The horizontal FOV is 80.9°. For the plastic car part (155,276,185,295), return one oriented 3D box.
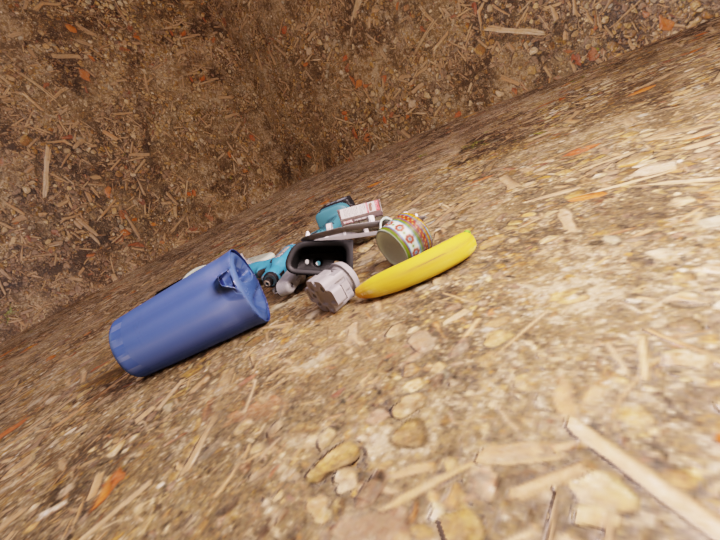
[{"bbox_3d":[-0.420,0.039,1.095,0.199,0.064,0.071,-35,28,-30],"label":"plastic car part"}]

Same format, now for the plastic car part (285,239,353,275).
[{"bbox_3d":[-0.070,-0.018,0.752,0.118,0.067,0.069,0,-9,5],"label":"plastic car part"}]

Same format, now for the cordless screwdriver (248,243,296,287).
[{"bbox_3d":[-0.256,0.014,0.932,0.256,0.072,0.159,-14,20,22],"label":"cordless screwdriver"}]

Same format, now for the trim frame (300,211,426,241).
[{"bbox_3d":[0.006,-0.079,0.788,0.240,0.027,0.190,-12,0,-30],"label":"trim frame"}]

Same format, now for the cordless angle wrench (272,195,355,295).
[{"bbox_3d":[-0.091,-0.059,0.928,0.100,0.072,0.424,-19,21,22],"label":"cordless angle wrench"}]
